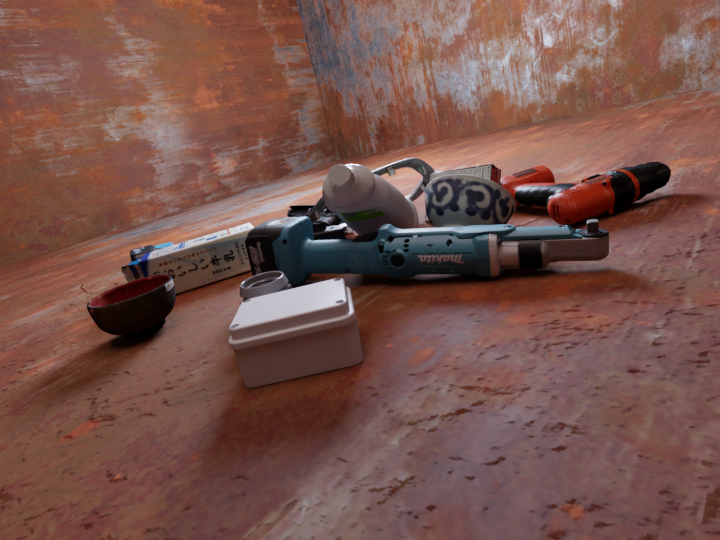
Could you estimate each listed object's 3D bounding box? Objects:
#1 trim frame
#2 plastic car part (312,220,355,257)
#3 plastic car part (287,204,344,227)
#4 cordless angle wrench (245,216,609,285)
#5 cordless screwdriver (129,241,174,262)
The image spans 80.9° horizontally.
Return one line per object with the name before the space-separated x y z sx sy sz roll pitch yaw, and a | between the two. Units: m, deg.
trim frame | 0.018 -0.120 0.744 0.248 0.028 0.179 -24 -18 -4
plastic car part | -0.067 -0.044 0.683 0.119 0.069 0.066 -12 17 17
plastic car part | -0.097 -0.103 0.899 0.213 0.064 0.066 5 35 47
cordless angle wrench | 0.051 -0.023 0.521 0.440 0.096 0.073 0 20 28
cordless screwdriver | -0.322 -0.031 0.846 0.241 0.073 0.167 -20 18 -29
